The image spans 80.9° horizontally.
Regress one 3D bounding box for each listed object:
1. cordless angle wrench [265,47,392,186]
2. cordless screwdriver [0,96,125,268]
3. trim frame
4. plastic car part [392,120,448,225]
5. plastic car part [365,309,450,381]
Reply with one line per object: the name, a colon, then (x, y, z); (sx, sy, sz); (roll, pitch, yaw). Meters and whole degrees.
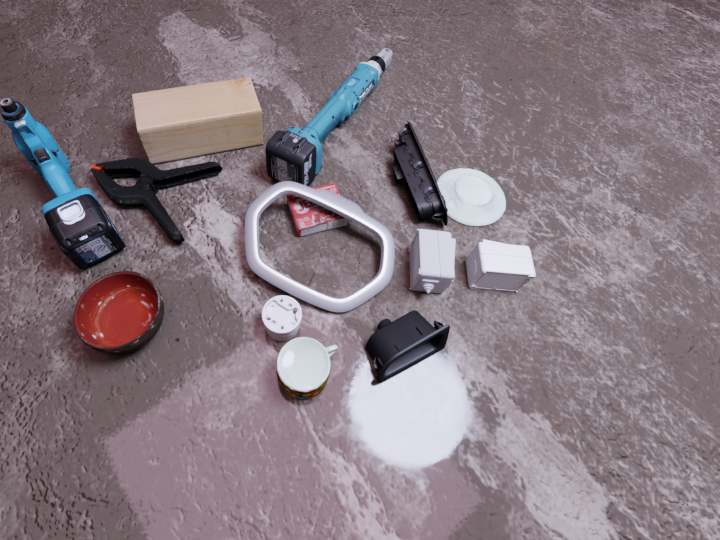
cordless angle wrench: (-0.033, -0.320, 0.812); (0.076, 0.096, 0.423); (25, 59, 10)
cordless screwdriver: (-0.455, -0.132, 0.635); (0.073, 0.156, 0.257); (-31, 70, -22)
trim frame: (-0.065, -0.042, 0.662); (0.250, 0.027, 0.185); (25, 74, 3)
plastic car part: (0.099, -0.167, 0.748); (0.067, 0.064, 0.211); (-19, 63, -5)
plastic car part: (0.057, 0.097, 0.602); (0.115, 0.063, 0.075); (-23, 51, -13)
